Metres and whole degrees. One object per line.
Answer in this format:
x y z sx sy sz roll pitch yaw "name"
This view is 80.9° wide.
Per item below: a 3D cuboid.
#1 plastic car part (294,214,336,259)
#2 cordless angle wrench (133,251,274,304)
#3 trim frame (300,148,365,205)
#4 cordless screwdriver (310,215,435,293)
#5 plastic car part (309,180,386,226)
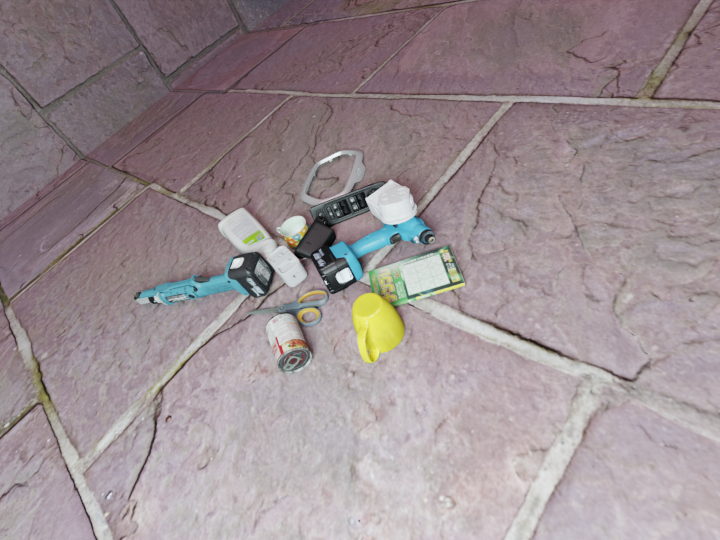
-0.099 -0.065 1.015 0.074 0.063 0.117 18 63 23 "plastic car part"
-0.418 0.043 1.071 0.437 0.093 0.076 -11 45 25 "cordless angle wrench"
-0.077 -0.268 1.211 0.191 0.026 0.252 -5 47 26 "trim frame"
0.026 -0.042 0.898 0.247 0.071 0.167 -32 33 -7 "cordless screwdriver"
-0.023 -0.170 1.070 0.206 0.065 0.068 -19 18 14 "plastic car part"
